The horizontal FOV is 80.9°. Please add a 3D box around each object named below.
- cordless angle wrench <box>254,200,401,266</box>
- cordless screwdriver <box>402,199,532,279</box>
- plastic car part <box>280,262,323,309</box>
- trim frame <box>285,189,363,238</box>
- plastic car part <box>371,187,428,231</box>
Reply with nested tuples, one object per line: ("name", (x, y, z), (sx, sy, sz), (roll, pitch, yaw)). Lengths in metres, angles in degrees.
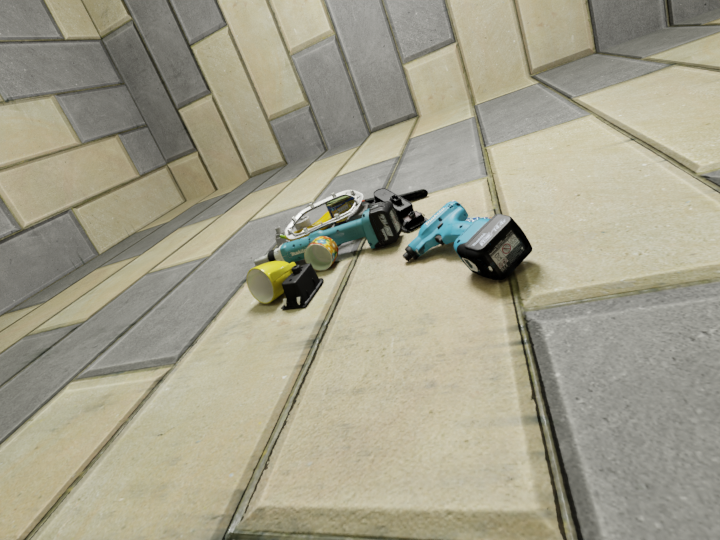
("cordless angle wrench", (-0.107, -0.070, 1.096), (0.436, 0.095, 0.074), (-15, 18, 26))
("cordless screwdriver", (0.181, -0.049, 0.793), (0.159, 0.072, 0.258), (-43, 23, -1))
("plastic car part", (-0.134, 0.025, 0.933), (0.068, 0.068, 0.116), (-9, 29, 28))
("trim frame", (-0.107, -0.162, 1.193), (0.253, 0.026, 0.189), (-21, 34, 14))
("plastic car part", (0.088, -0.168, 1.111), (0.066, 0.064, 0.214), (-35, 34, -8))
